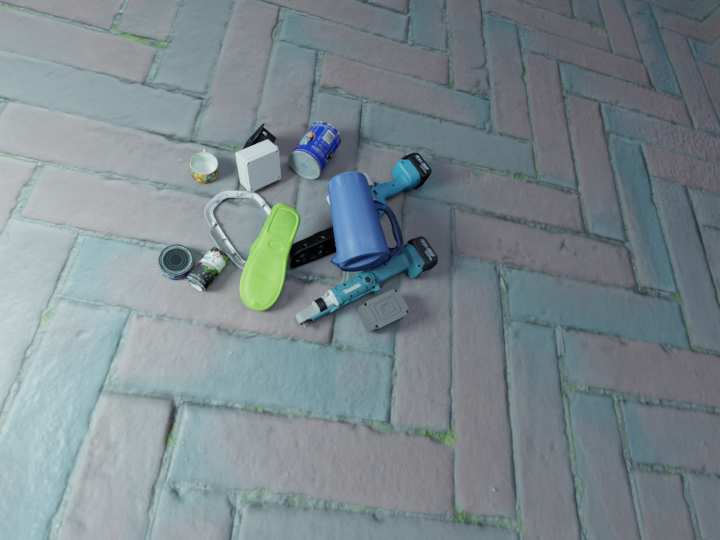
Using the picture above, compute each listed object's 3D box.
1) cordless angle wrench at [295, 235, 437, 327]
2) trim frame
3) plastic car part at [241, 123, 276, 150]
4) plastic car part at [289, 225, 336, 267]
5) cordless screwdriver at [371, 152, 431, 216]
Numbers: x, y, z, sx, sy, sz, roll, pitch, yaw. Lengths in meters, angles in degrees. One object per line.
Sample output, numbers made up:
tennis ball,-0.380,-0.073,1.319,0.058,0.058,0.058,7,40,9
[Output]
cordless angle wrench,0.014,0.034,1.121,0.414,0.074,0.100,-27,76,-21
trim frame,-0.308,-0.114,1.127,0.180,0.027,0.253,-30,78,-24
plastic car part,-0.282,-0.359,1.205,0.068,0.121,0.067,34,60,-29
plastic car part,-0.111,-0.073,1.139,0.198,0.065,0.070,-30,65,-26
cordless screwdriver,0.082,-0.276,1.278,0.245,0.074,0.162,-36,80,-22
